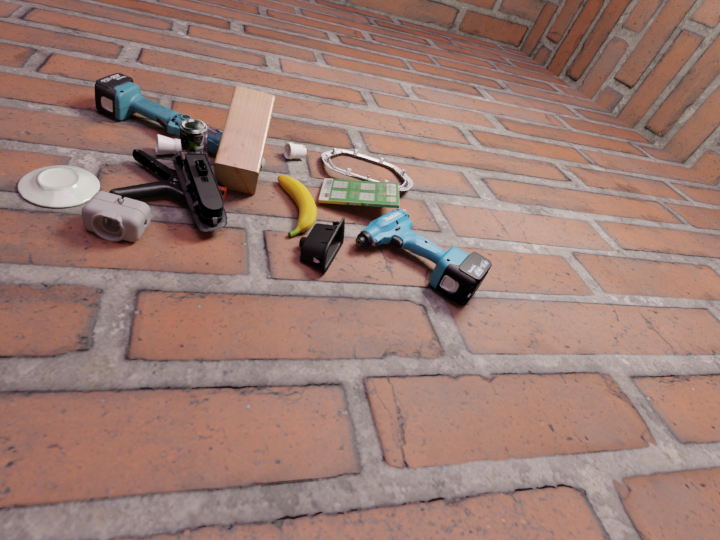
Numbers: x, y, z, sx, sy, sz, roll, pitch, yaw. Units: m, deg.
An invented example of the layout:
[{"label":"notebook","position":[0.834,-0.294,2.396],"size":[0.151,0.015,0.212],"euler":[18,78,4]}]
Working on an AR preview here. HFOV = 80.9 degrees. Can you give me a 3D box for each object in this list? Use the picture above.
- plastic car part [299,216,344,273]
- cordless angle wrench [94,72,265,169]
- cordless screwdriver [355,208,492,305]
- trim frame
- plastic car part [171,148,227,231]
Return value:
[{"label":"plastic car part","position":[-0.079,-0.052,0.810],"size":[0.073,0.064,0.116],"euler":[14,42,15]},{"label":"cordless angle wrench","position":[-0.411,-0.334,0.985],"size":[0.427,0.073,0.098],"euler":[26,41,4]},{"label":"cordless screwdriver","position":[0.119,-0.030,0.847],"size":[0.260,0.073,0.155],"euler":[37,43,25]},{"label":"trim frame","position":[0.019,-0.264,1.090],"size":[0.247,0.027,0.188],"euler":[18,35,-4]},{"label":"plastic car part","position":[-0.298,-0.163,0.801],"size":[0.063,0.067,0.211],"euler":[-4,57,-39]}]
